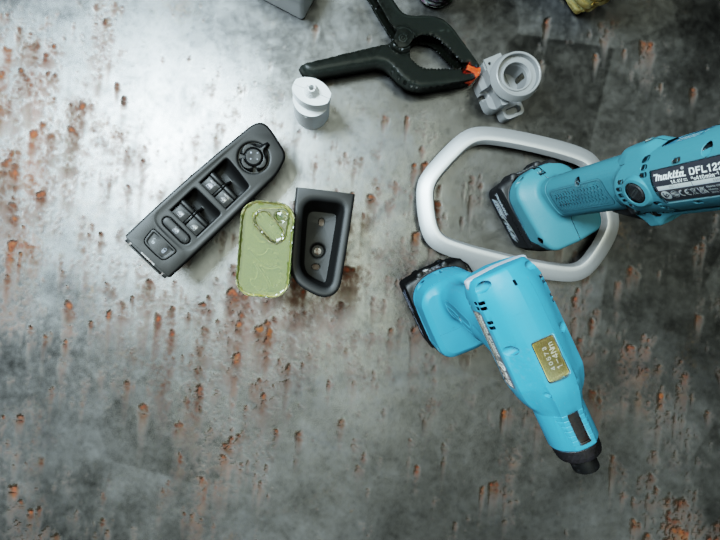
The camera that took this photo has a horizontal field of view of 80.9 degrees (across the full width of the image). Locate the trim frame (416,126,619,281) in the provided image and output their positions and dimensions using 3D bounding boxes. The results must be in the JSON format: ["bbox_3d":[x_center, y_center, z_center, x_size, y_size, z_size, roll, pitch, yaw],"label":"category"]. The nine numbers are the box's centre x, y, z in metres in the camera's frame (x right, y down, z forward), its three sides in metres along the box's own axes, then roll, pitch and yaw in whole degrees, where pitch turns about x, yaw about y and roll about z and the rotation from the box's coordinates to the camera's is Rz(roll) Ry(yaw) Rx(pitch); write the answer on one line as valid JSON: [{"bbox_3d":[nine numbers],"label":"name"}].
[{"bbox_3d":[0.190,-0.077,0.517,0.248,0.027,0.184,12,89,0],"label":"trim frame"}]

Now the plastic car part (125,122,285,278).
[{"bbox_3d":[-0.169,-0.083,0.493,0.203,0.067,0.066,-44,93,-1],"label":"plastic car part"}]

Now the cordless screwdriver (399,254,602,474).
[{"bbox_3d":[0.118,0.065,0.403,0.074,0.250,0.159,-25,93,-4],"label":"cordless screwdriver"}]

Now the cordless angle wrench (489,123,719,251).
[{"bbox_3d":[0.230,-0.069,0.319,0.074,0.426,0.097,-28,95,-4],"label":"cordless angle wrench"}]

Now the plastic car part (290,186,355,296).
[{"bbox_3d":[-0.048,-0.031,0.492,0.066,0.071,0.116,7,90,-4],"label":"plastic car part"}]
